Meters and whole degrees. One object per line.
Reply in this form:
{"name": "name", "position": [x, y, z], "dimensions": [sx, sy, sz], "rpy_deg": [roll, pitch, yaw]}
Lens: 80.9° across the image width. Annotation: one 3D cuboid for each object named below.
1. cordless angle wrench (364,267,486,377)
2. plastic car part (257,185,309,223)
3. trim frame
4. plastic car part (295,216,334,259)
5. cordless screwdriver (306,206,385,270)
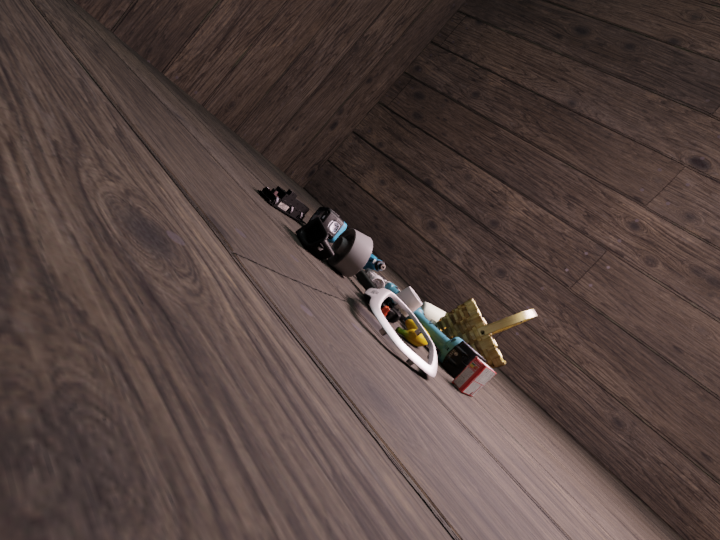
{"name": "cordless angle wrench", "position": [0.134, 0.112, 1.103], "dimensions": [0.092, 0.074, 0.448], "rpy_deg": [37, 5, -46]}
{"name": "plastic car part", "position": [-0.199, -0.185, 1.162], "dimensions": [0.069, 0.067, 0.193], "rpy_deg": [37, 0, 25]}
{"name": "trim frame", "position": [0.077, 0.103, 0.776], "dimensions": [0.186, 0.028, 0.244], "rpy_deg": [50, 15, 4]}
{"name": "plastic car part", "position": [-0.092, -0.060, 0.938], "dimensions": [0.067, 0.066, 0.122], "rpy_deg": [56, 0, -33]}
{"name": "cordless screwdriver", "position": [-0.037, -0.082, 1.254], "dimensions": [0.237, 0.074, 0.167], "rpy_deg": [43, -11, -29]}
